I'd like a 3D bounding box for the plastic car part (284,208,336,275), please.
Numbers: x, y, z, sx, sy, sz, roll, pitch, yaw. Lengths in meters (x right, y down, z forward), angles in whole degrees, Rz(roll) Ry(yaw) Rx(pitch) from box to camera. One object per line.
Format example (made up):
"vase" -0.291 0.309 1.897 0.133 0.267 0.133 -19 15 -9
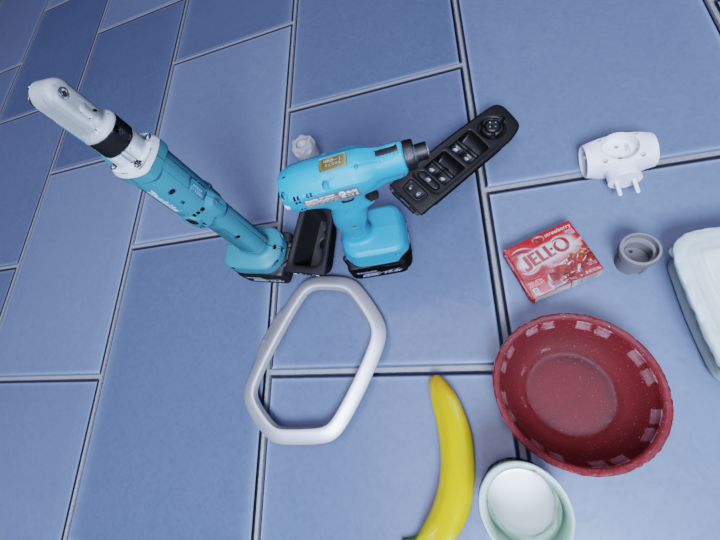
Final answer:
"plastic car part" -0.063 -0.041 0.646 0.068 0.067 0.118 3 70 22

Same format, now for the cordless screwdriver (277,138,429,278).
"cordless screwdriver" 0.020 -0.071 0.527 0.163 0.237 0.076 -12 66 15

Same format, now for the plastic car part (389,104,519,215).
"plastic car part" 0.142 -0.154 0.612 0.203 0.064 0.070 -41 61 1

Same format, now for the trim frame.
"trim frame" -0.068 0.122 0.603 0.193 0.026 0.249 20 77 28

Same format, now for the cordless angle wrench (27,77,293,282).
"cordless angle wrench" -0.204 -0.084 0.528 0.101 0.402 0.075 2 70 20
